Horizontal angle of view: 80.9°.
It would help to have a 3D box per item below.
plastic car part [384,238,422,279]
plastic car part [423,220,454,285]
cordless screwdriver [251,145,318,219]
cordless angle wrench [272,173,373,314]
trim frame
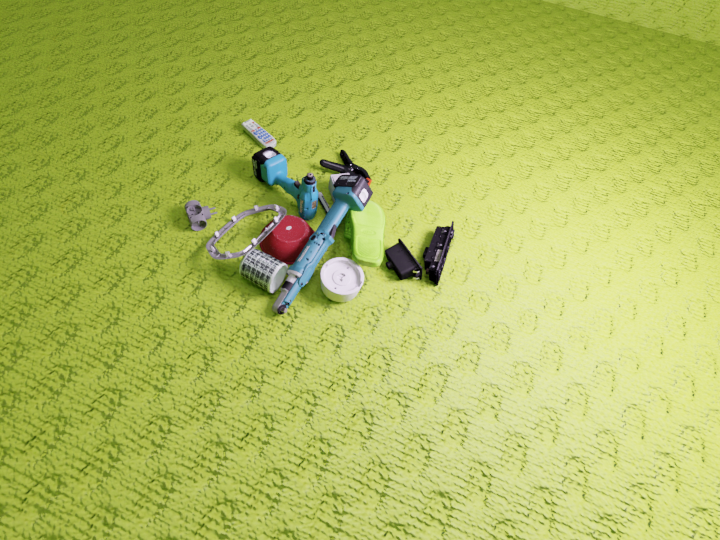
[{"bbox_3d":[0.105,-0.021,1.124,0.070,0.063,0.122,-29,59,-9],"label":"plastic car part"},{"bbox_3d":[0.213,-0.055,1.159,0.070,0.063,0.203,8,51,29],"label":"plastic car part"},{"bbox_3d":[-0.210,-0.269,1.204,0.073,0.155,0.260,-33,63,-28],"label":"cordless screwdriver"},{"bbox_3d":[-0.107,-0.070,1.091,0.103,0.070,0.423,11,62,41],"label":"cordless angle wrench"},{"bbox_3d":[-0.299,-0.109,1.111,0.193,0.026,0.247,8,42,31],"label":"trim frame"}]
